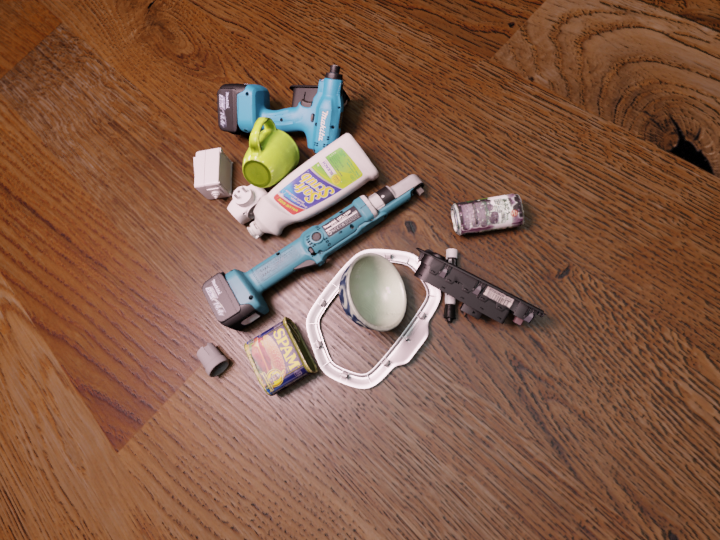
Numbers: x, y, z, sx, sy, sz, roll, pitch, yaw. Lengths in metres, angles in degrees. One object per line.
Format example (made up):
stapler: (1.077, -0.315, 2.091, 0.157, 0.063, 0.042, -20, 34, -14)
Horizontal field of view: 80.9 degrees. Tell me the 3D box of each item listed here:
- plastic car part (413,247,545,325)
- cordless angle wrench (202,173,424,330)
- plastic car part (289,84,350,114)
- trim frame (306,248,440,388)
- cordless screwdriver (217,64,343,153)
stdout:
plastic car part: (0.167, 0.029, 0.652, 0.207, 0.065, 0.067, 33, 102, 10)
cordless angle wrench: (-0.073, -0.048, 0.743, 0.422, 0.072, 0.102, -33, 69, -2)
plastic car part: (-0.089, -0.329, 0.848, 0.120, 0.064, 0.071, 8, 89, 18)
trim frame: (0.020, 0.072, 0.702, 0.191, 0.026, 0.248, 37, 81, 20)
cordless screwdriver: (-0.151, -0.322, 0.814, 0.256, 0.073, 0.156, 16, 114, 16)
